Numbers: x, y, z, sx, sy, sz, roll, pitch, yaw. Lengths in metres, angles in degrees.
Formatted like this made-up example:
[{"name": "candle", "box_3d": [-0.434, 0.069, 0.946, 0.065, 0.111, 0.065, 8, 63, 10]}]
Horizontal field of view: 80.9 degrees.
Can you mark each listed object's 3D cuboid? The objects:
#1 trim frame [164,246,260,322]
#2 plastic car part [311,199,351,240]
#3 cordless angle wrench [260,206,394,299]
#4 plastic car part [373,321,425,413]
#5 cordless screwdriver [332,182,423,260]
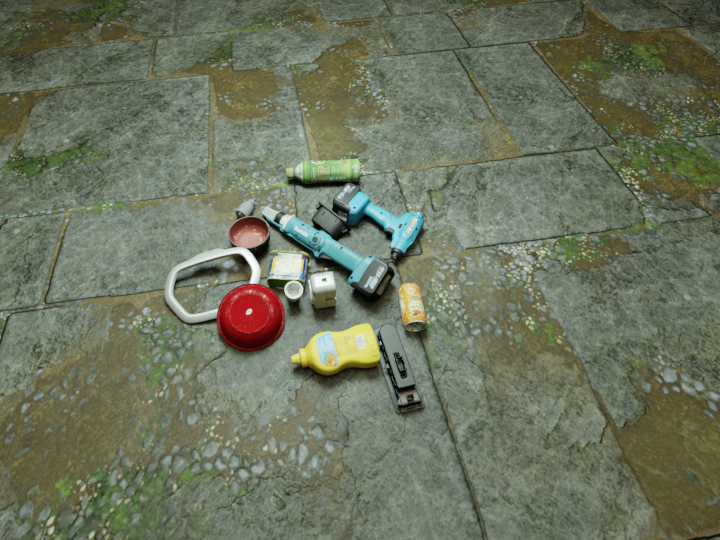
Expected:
[{"name": "trim frame", "box_3d": [-0.369, 0.031, 1.056, 0.249, 0.027, 0.190, -18, 68, 1]}, {"name": "plastic car part", "box_3d": [-0.092, -0.129, 1.175, 0.071, 0.063, 0.121, -45, 68, -8]}, {"name": "cordless angle wrench", "box_3d": [-0.109, -0.072, 1.119, 0.443, 0.071, 0.098, 32, 89, 27]}, {"name": "plastic car part", "box_3d": [0.077, 0.200, 0.931, 0.066, 0.064, 0.212, -16, 53, -4]}, {"name": "cordless screwdriver", "box_3d": [0.035, -0.134, 1.165, 0.256, 0.072, 0.159, 26, 59, 14]}]
